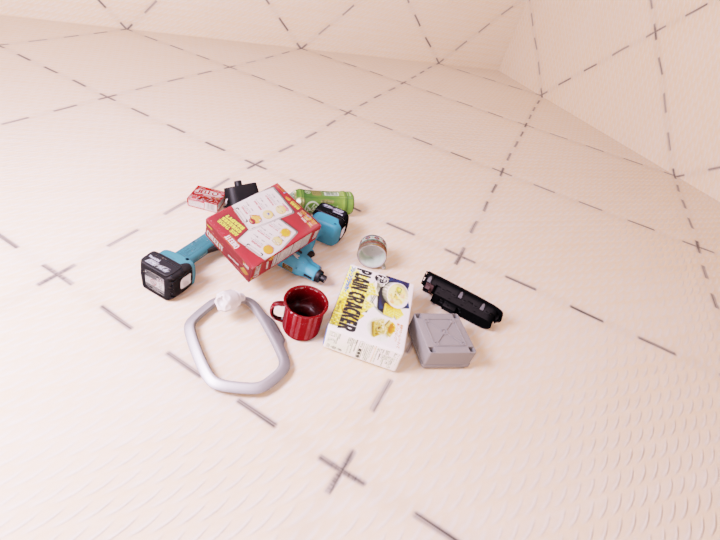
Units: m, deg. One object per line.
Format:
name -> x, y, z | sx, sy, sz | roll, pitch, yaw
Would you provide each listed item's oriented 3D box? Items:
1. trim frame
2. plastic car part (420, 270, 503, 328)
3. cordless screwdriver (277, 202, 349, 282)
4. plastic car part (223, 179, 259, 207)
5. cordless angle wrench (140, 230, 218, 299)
trim frame -> -0.242, 0.139, 0.835 | 0.178, 0.027, 0.262 | -17, 46, -29
plastic car part -> 0.237, 0.077, 1.006 | 0.209, 0.065, 0.067 | 25, 50, 15
cordless screwdriver -> -0.106, -0.069, 1.085 | 0.164, 0.073, 0.246 | 26, 45, 15
plastic car part -> -0.333, -0.220, 1.192 | 0.112, 0.070, 0.069 | -15, 13, -32
cordless angle wrench -> -0.349, -0.082, 1.041 | 0.101, 0.073, 0.419 | 24, 38, 12
